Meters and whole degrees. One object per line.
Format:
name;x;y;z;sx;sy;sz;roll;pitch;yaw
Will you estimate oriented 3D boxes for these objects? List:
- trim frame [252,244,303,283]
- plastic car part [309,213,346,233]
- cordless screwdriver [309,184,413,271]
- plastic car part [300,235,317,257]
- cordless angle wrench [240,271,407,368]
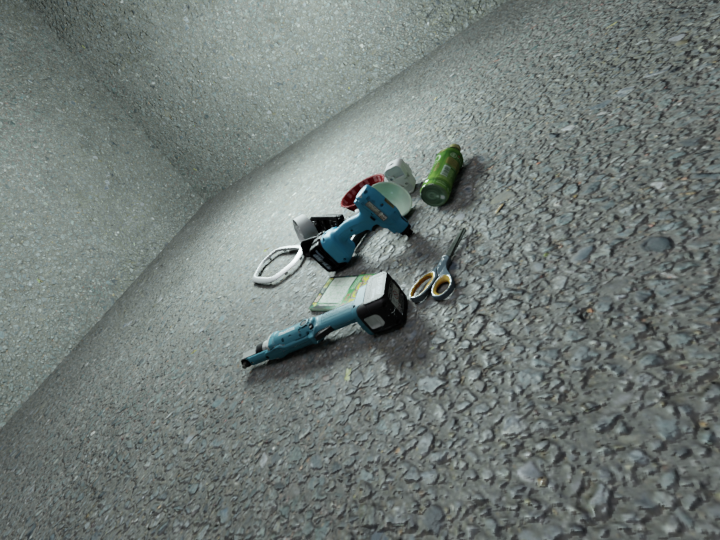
trim frame;-0.268;-0.025;1.382;0.259;0.026;0.183;-2;46;54
plastic car part;-0.097;-0.152;1.330;0.066;0.064;0.212;-39;24;-26
cordless screwdriver;-0.003;-0.084;1.052;0.252;0.156;0.075;-40;15;35
plastic car part;-0.123;-0.081;1.263;0.069;0.064;0.121;-35;17;-31
cordless angle wrench;-0.103;0.129;0.890;0.433;0.071;0.099;-26;27;29
